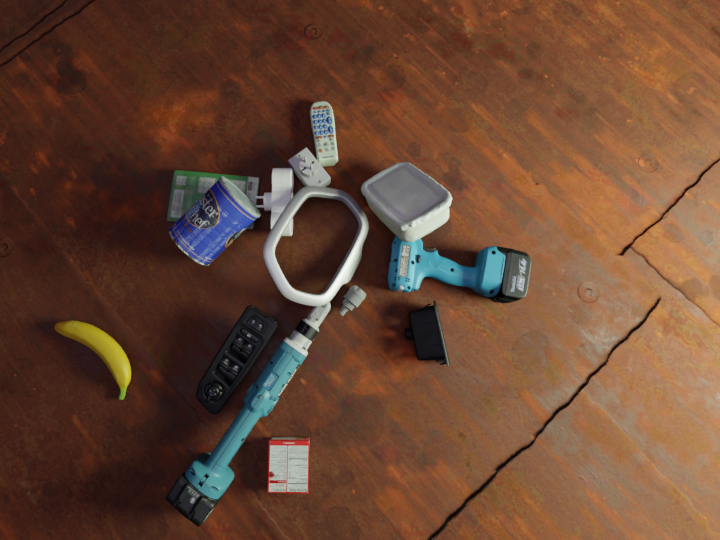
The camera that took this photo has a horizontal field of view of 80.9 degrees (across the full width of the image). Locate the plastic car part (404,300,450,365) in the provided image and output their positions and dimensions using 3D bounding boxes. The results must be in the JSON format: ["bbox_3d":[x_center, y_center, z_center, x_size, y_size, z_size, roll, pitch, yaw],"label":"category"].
[{"bbox_3d":[0.121,0.121,0.788,0.072,0.064,0.119,-16,77,11],"label":"plastic car part"}]

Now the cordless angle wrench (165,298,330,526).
[{"bbox_3d":[-0.177,0.228,0.757,0.076,0.096,0.422,32,78,6],"label":"cordless angle wrench"}]

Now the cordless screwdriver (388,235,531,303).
[{"bbox_3d":[0.183,-0.025,0.805,0.252,0.073,0.161,7,78,6],"label":"cordless screwdriver"}]

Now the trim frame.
[{"bbox_3d":[-0.079,-0.052,0.806,0.180,0.028,0.249,33,65,-12],"label":"trim frame"}]

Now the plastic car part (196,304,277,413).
[{"bbox_3d":[-0.230,0.162,0.779,0.066,0.067,0.203,33,86,-3],"label":"plastic car part"}]
